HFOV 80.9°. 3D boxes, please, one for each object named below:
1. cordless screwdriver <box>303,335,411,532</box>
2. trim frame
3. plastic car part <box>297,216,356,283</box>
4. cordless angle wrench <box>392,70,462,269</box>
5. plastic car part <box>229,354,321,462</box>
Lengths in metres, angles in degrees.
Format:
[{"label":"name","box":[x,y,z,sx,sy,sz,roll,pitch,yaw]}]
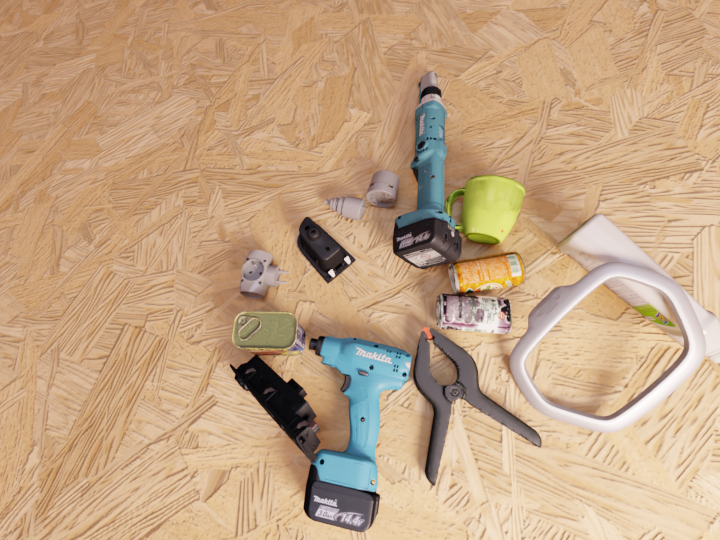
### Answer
[{"label":"cordless screwdriver","box":[-0.027,0.220,0.613,0.163,0.071,0.252,10,65,13]},{"label":"trim frame","box":[0.328,0.105,0.580,0.190,0.026,0.249,43,105,18]},{"label":"plastic car part","box":[-0.072,-0.047,0.736,0.065,0.069,0.121,-40,70,-11]},{"label":"cordless angle wrench","box":[0.124,-0.211,0.767,0.101,0.070,0.431,-20,53,41]},{"label":"plastic car part","box":[-0.124,0.182,0.616,0.215,0.063,0.067,22,63,41]}]
